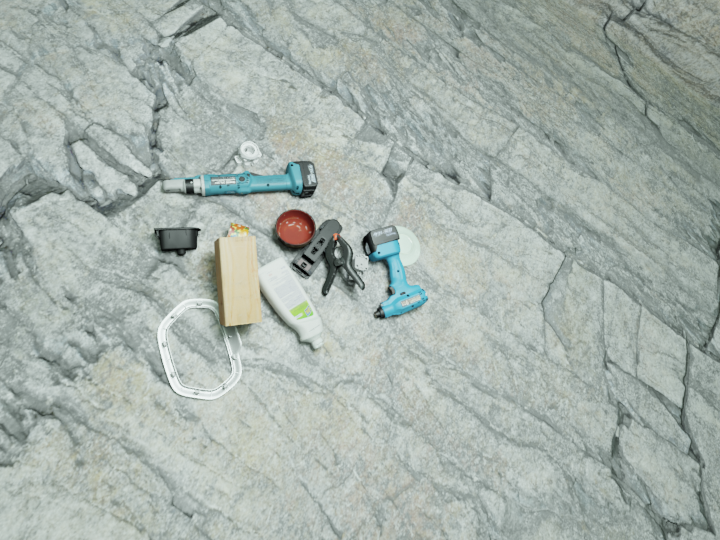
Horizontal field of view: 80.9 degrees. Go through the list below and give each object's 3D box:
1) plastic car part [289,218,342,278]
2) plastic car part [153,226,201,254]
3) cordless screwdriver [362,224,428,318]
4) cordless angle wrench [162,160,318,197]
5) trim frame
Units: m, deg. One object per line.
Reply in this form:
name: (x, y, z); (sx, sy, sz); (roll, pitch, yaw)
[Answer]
plastic car part: (-0.117, -0.076, 1.194); (0.067, 0.067, 0.202); (33, 61, 2)
plastic car part: (-0.471, -0.075, 1.092); (0.113, 0.068, 0.071); (0, 86, -22)
cordless screwdriver: (0.074, 0.005, 1.206); (0.157, 0.074, 0.252); (-21, 82, -13)
cordless angle wrench: (-0.335, -0.247, 1.193); (0.413, 0.074, 0.100); (-7, 72, -17)
trim frame: (-0.385, 0.186, 1.025); (0.179, 0.027, 0.255); (-17, 73, -23)
